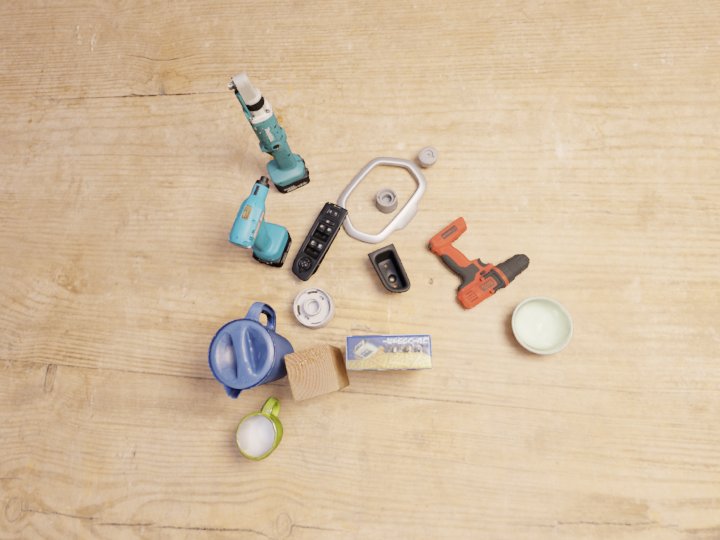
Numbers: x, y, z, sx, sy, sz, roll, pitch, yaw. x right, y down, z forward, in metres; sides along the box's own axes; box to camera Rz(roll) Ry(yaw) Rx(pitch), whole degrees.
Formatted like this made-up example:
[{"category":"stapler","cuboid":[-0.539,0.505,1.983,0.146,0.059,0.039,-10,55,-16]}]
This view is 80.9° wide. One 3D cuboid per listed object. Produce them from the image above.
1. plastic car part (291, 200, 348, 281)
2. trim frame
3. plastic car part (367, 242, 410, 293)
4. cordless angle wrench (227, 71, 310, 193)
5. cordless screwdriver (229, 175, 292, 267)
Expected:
[{"category":"plastic car part","cuboid":[-0.102,-0.067,1.045,0.068,0.065,0.203,27,80,13]},{"category":"trim frame","cuboid":[0.054,-0.182,1.073,0.190,0.027,0.248,38,83,17]},{"category":"plastic car part","cuboid":[0.071,0.007,0.994,0.066,0.069,0.120,-24,73,0]},{"category":"cordless angle wrench","cuboid":[-0.198,-0.296,0.944,0.098,0.412,0.076,-23,76,-1]},{"category":"cordless screwdriver","cuboid":[-0.221,-0.103,0.982,0.076,0.242,0.160,16,78,8]}]
